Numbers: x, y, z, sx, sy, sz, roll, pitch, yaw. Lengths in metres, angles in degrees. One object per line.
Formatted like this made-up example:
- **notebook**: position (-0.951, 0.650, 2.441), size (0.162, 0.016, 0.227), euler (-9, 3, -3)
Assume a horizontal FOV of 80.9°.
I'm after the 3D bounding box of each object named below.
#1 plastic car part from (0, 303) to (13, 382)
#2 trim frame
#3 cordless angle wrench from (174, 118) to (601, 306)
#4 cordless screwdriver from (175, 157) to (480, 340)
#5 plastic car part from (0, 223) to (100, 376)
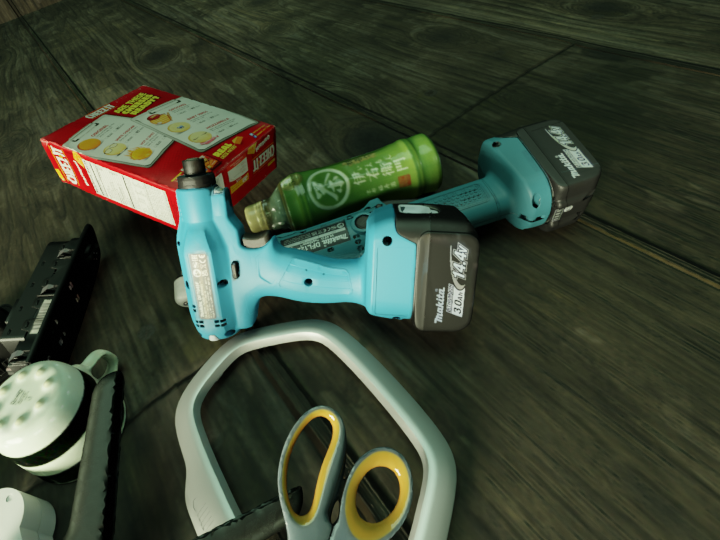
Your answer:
- **plastic car part**: position (-0.411, 0.060, 0.458), size (0.122, 0.068, 0.065), euler (28, 59, 29)
- **trim frame**: position (-0.047, 0.136, 0.324), size (0.182, 0.026, 0.263), euler (-36, 52, -18)
- **cordless angle wrench**: position (0.008, -0.037, 0.431), size (0.425, 0.071, 0.102), euler (-18, 58, 3)
- **cordless screwdriver**: position (-0.035, -0.023, 0.359), size (0.252, 0.156, 0.075), euler (-2, 18, 8)
- **plastic car part**: position (-0.332, 0.033, 0.459), size (0.067, 0.064, 0.210), euler (-6, 46, -3)
